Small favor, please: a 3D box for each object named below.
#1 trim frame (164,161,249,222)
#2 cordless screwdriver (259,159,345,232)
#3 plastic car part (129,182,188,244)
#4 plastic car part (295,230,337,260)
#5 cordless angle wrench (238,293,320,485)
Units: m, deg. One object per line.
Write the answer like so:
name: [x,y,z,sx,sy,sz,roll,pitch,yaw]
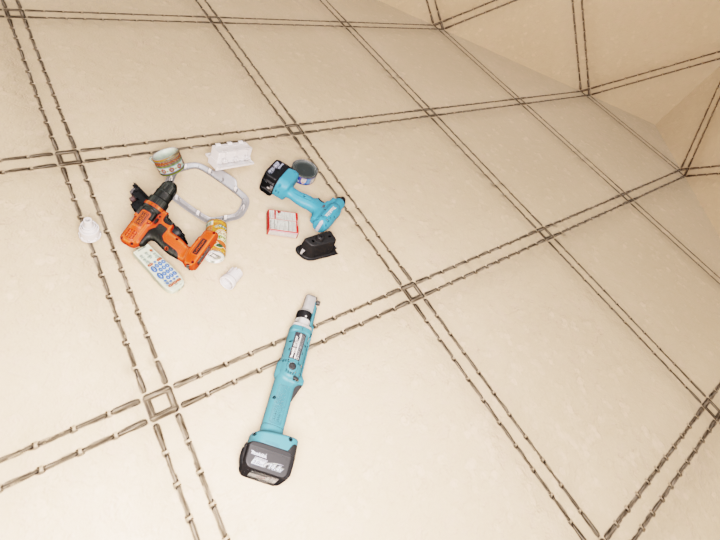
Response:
trim frame: [-0.427,-0.221,1.179,0.253,0.027,0.182,33,48,8]
cordless screwdriver: [-0.167,-0.232,1.263,0.250,0.074,0.158,36,48,2]
plastic car part: [-0.510,-0.129,1.049,0.207,0.066,0.066,39,59,10]
plastic car part: [-0.113,-0.074,1.158,0.112,0.071,0.069,-16,62,-36]
cordless angle wrench: [-0.153,0.220,0.914,0.096,0.074,0.431,19,47,-9]
